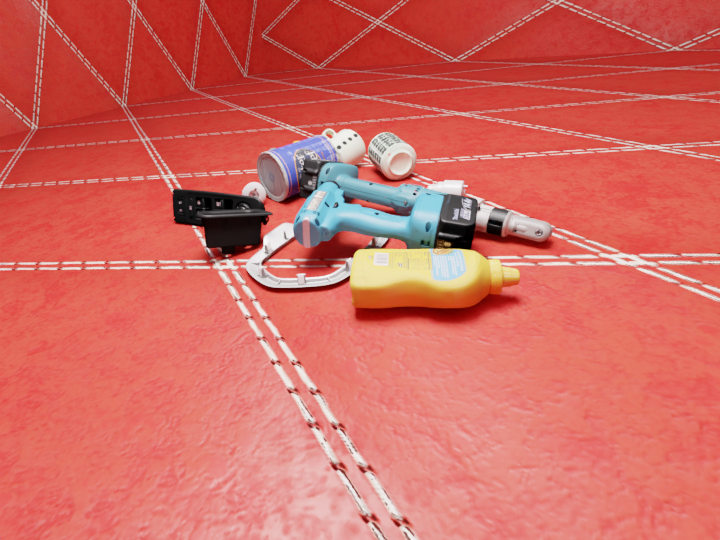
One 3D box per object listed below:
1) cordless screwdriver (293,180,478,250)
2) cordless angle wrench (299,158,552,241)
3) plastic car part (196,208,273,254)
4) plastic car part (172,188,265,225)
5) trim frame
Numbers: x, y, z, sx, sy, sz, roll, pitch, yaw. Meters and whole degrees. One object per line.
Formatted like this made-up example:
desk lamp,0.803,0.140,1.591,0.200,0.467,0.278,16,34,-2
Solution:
cordless screwdriver,0.038,-0.083,0.623,0.254,0.072,0.161,7,37,12
cordless angle wrench,0.085,-0.115,0.700,0.445,0.073,0.094,20,20,32
plastic car part,-0.207,-0.062,0.680,0.112,0.070,0.069,-12,17,-35
plastic car part,-0.261,-0.114,0.796,0.212,0.066,0.064,9,8,27
trim frame,-0.064,-0.042,0.659,0.194,0.026,0.244,13,39,32
